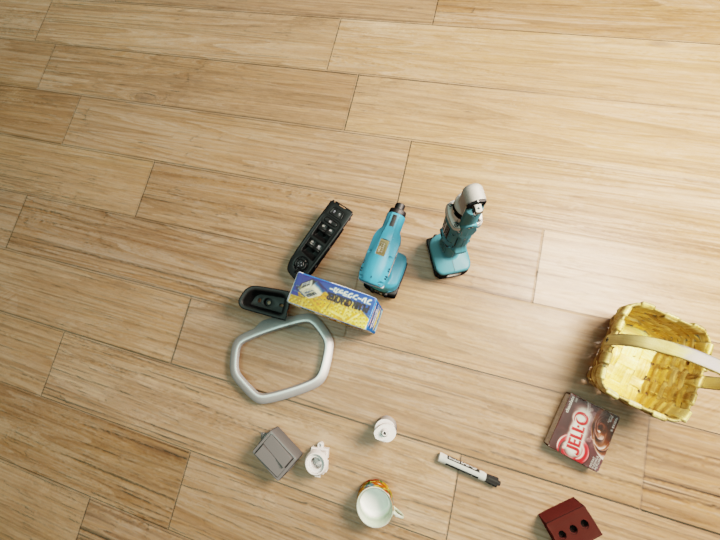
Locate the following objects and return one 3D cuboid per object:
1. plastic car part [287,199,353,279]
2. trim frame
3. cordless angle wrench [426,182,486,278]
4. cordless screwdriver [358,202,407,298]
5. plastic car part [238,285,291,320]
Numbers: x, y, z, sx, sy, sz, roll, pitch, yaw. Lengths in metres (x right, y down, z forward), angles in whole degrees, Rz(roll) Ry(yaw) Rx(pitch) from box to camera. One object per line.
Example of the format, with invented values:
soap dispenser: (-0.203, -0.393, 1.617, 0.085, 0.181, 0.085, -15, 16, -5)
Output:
plastic car part: (-0.096, -0.063, 0.985, 0.068, 0.065, 0.203, 35, 85, 14)
trim frame: (-0.180, 0.194, 0.959, 0.250, 0.027, 0.189, -20, 74, 6)
cordless angle wrench: (0.171, -0.067, 0.752, 0.075, 0.411, 0.100, -12, 78, 4)
cordless screwdriver: (0.056, -0.030, 0.854, 0.076, 0.242, 0.159, 20, 82, 10)
plastic car part: (-0.213, 0.073, 0.973, 0.119, 0.069, 0.066, 11, 80, 12)
